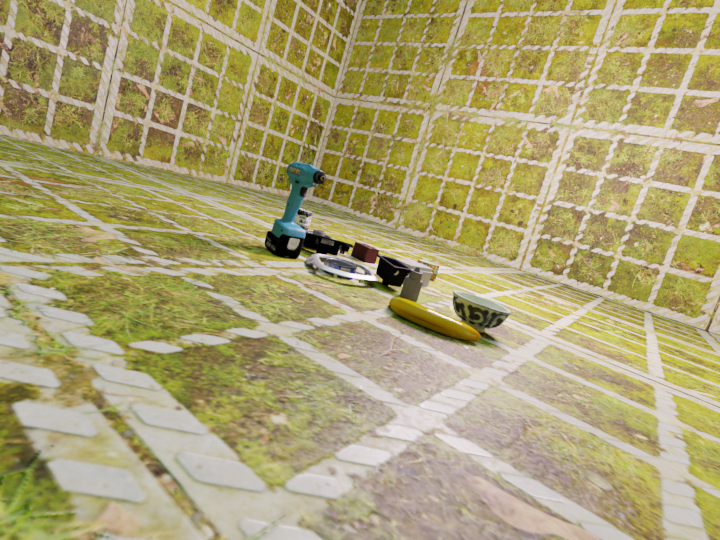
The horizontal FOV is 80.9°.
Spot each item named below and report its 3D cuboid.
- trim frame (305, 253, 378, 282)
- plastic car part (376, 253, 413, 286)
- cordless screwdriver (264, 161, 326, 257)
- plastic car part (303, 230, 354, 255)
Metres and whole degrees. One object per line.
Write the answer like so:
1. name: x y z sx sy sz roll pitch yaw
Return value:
1. trim frame: -0.052 -0.007 1.103 0.181 0.027 0.254 14 10 -12
2. plastic car part: 0.079 0.007 1.105 0.063 0.070 0.122 12 10 -27
3. cordless screwdriver: -0.164 -0.154 1.100 0.071 0.247 0.168 10 11 -38
4. plastic car part: -0.126 -0.082 1.285 0.212 0.067 0.064 21 10 25
